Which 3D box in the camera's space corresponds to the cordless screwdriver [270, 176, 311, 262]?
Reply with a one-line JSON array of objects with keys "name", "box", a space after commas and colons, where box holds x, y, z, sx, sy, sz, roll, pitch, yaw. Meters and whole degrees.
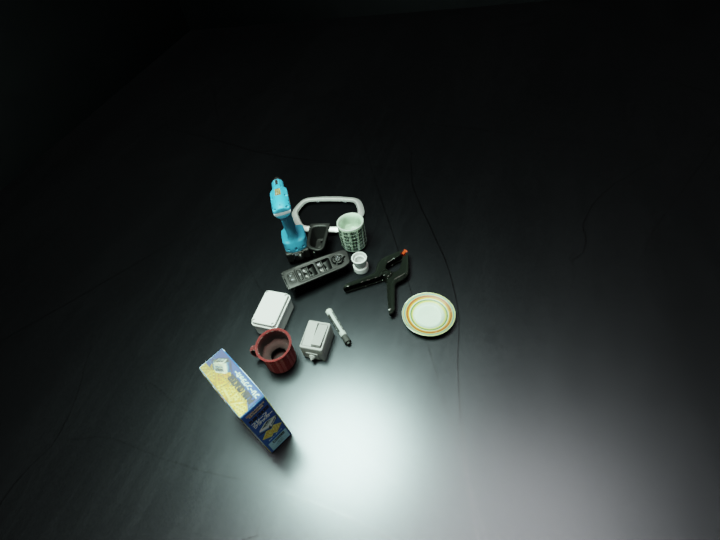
[{"name": "cordless screwdriver", "box": [-0.215, -0.150, 1.264, 0.074, 0.238, 0.166, -15, 48, -2]}]

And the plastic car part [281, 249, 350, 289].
[{"name": "plastic car part", "box": [-0.121, 0.005, 1.223, 0.201, 0.064, 0.070, -25, 49, -7]}]

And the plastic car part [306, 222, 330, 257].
[{"name": "plastic car part", "box": [-0.127, -0.083, 1.297, 0.067, 0.068, 0.119, -2, 50, 11]}]

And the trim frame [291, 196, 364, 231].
[{"name": "trim frame", "box": [-0.110, -0.192, 1.414, 0.255, 0.026, 0.188, 0, 50, 15]}]
